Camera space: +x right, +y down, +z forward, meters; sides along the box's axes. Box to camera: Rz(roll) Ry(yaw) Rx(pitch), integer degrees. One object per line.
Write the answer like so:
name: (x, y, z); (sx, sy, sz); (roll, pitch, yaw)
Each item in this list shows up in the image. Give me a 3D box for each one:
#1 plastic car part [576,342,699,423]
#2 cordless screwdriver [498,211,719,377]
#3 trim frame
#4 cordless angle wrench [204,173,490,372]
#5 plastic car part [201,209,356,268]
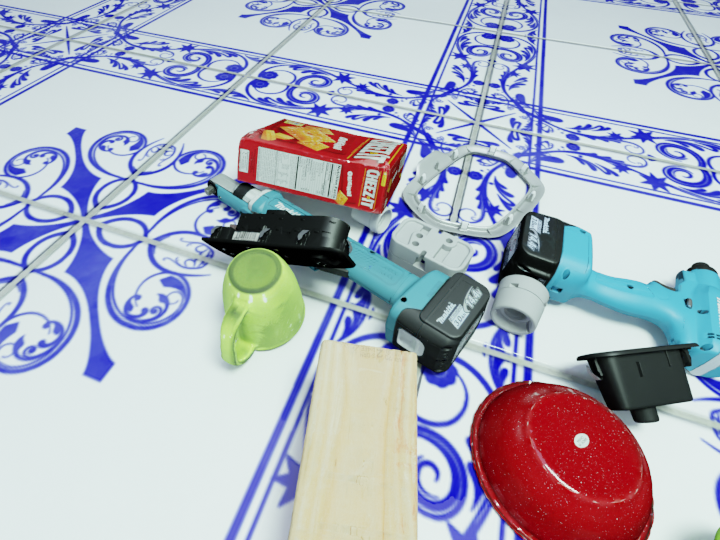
plastic car part: (0.278, 0.113, 0.422); (0.113, 0.066, 0.073); (-4, 70, -21)
cordless screwdriver: (0.311, 0.005, 0.518); (0.256, 0.072, 0.158); (25, 52, 14)
trim frame: (0.179, -0.135, 0.669); (0.193, 0.027, 0.244); (35, 58, 27)
cordless angle wrench: (-0.054, -0.035, 0.548); (0.443, 0.072, 0.096); (32, 55, 27)
plastic car part: (-0.090, -0.037, 0.496); (0.213, 0.063, 0.067); (10, 67, 34)
